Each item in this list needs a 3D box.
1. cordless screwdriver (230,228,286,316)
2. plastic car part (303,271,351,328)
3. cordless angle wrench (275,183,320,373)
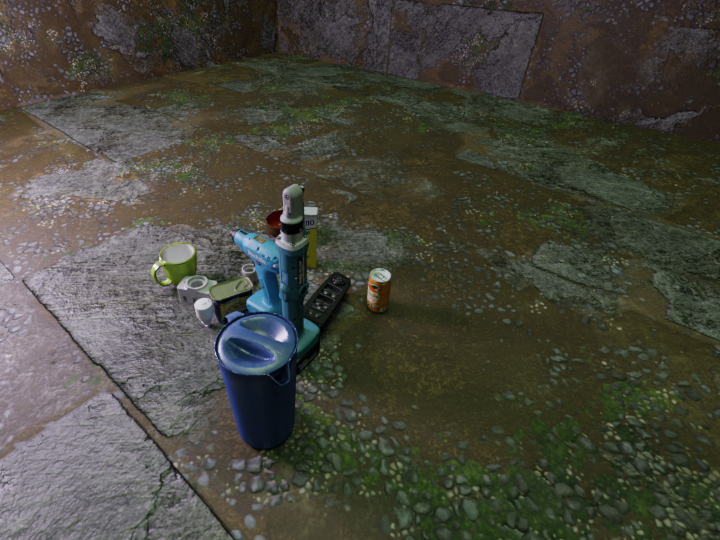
[{"bbox_3d":[-0.226,0.026,0.956,0.167,0.242,0.073,28,43,29],"label":"cordless screwdriver"},{"bbox_3d":[-0.080,0.078,1.036,0.068,0.065,0.202,15,40,16],"label":"plastic car part"},{"bbox_3d":[-0.128,0.027,0.818,0.078,0.411,0.096,26,42,26],"label":"cordless angle wrench"}]
